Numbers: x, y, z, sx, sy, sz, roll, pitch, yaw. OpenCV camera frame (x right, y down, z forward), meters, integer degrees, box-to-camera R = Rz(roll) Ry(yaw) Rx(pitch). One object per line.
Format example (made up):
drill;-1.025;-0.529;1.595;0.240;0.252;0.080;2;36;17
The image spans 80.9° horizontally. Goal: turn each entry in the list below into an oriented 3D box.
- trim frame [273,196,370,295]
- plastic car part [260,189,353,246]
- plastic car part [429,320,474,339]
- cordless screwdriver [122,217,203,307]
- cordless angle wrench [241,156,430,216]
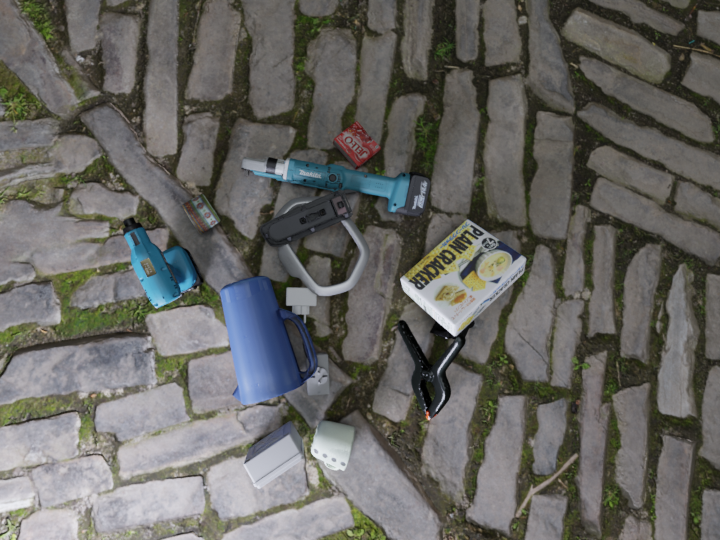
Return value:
trim frame;-0.092;-0.060;0.940;0.182;0.027;0.255;-33;75;-11
plastic car part;-0.118;-0.106;0.908;0.203;0.068;0.065;-22;101;2
plastic car part;0.222;0.111;0.953;0.069;0.068;0.116;38;77;-17
cordless screwdriver;-0.383;-0.017;0.819;0.074;0.252;0.158;-27;94;-11
cordless angle wrench;-0.062;-0.208;0.961;0.424;0.075;0.097;11;100;1
